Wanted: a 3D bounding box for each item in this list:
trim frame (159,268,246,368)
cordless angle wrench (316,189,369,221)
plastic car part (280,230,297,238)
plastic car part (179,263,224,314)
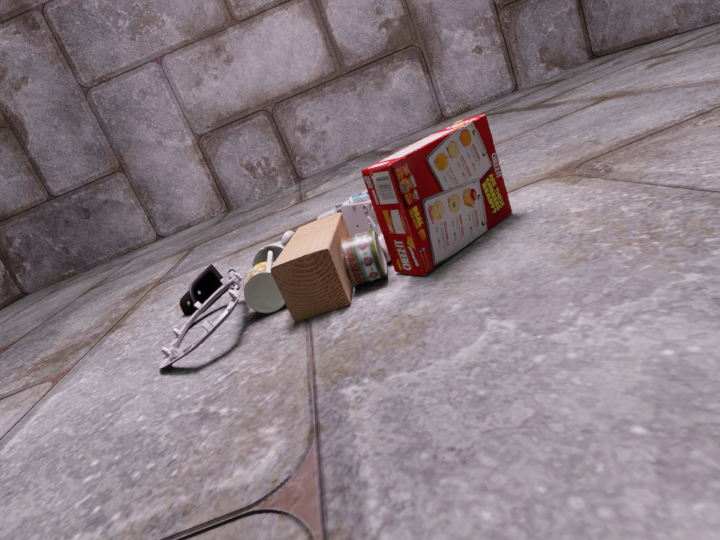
[{"bbox_3d":[-0.252,0.068,0.695,0.184,0.027,0.254,-40,17,3],"label":"trim frame"},{"bbox_3d":[0.082,-0.208,1.078,0.426,0.072,0.100,-23,17,6],"label":"cordless angle wrench"},{"bbox_3d":[-0.086,-0.056,0.878,0.212,0.063,0.068,-7,48,36],"label":"plastic car part"},{"bbox_3d":[-0.337,0.050,0.881,0.072,0.064,0.117,-31,15,27],"label":"plastic car part"}]
